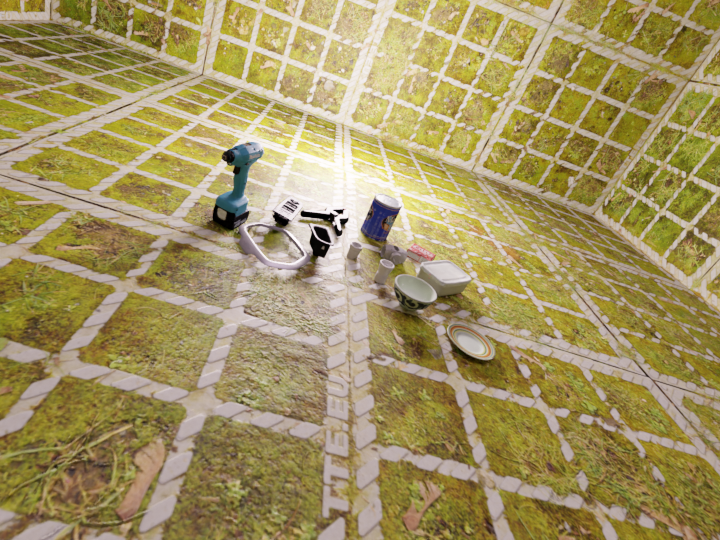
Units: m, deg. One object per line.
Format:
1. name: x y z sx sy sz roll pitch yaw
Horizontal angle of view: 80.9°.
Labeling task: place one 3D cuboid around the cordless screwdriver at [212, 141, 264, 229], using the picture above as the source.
1. cordless screwdriver: -0.353 -0.233 1.174 0.076 0.246 0.157 29 28 8

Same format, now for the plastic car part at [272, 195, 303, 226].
1. plastic car part: -0.234 -0.186 1.363 0.066 0.066 0.205 21 28 -3

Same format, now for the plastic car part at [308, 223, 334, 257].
1. plastic car part: -0.122 -0.080 1.249 0.064 0.070 0.122 11 30 -22

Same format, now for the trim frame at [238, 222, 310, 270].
1. trim frame: -0.248 -0.071 1.195 0.176 0.027 0.263 -3 37 -38
